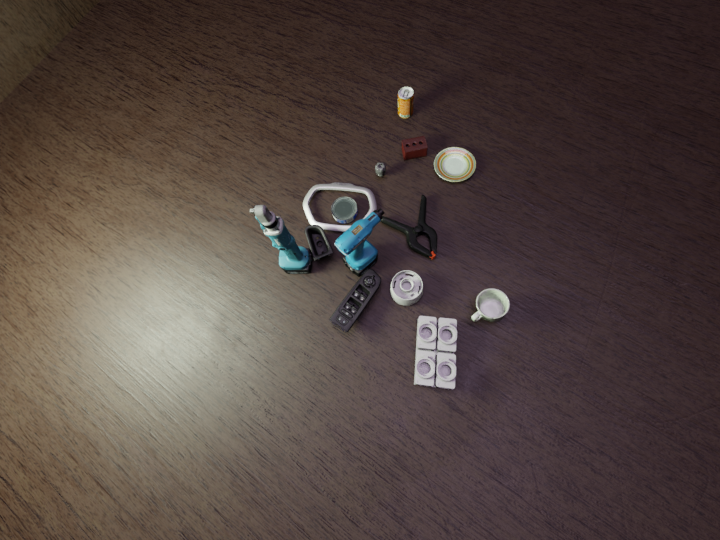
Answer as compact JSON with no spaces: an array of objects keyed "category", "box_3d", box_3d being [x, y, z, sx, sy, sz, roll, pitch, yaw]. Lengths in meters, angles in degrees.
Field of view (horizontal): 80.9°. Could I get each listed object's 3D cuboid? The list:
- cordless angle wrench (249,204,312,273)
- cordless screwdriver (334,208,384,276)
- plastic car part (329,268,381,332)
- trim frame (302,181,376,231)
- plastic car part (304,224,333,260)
[{"category":"cordless angle wrench","box_3d":[-0.217,-0.084,1.181,0.099,0.410,0.076,-1,72,5]},{"category":"cordless screwdriver","box_3d":[0.010,-0.080,1.230,0.158,0.241,0.077,-43,73,-8]},{"category":"plastic car part","box_3d":[-0.008,0.090,1.266,0.069,0.065,0.203,32,78,17]},{"category":"trim frame","box_3d":[-0.070,-0.215,1.409,0.254,0.026,0.187,4,71,12]},{"category":"plastic car part","box_3d":[-0.132,-0.086,1.350,0.066,0.068,0.120,-22,69,0]}]
